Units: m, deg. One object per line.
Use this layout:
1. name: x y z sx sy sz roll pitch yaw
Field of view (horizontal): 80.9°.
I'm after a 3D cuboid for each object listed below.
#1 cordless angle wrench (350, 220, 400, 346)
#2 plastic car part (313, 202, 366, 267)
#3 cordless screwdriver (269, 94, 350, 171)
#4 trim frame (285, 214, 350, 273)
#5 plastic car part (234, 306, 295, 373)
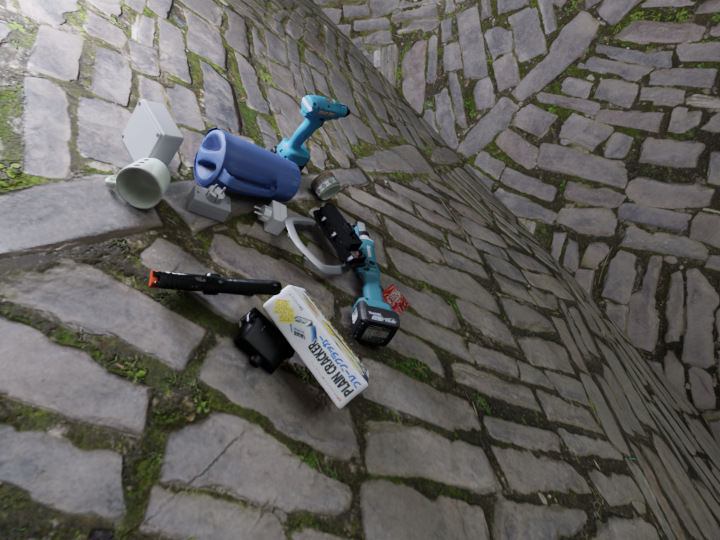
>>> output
1. cordless angle wrench: 0.017 0.001 1.090 0.095 0.073 0.438 12 37 -16
2. plastic car part: -0.052 -0.098 1.062 0.064 0.066 0.213 -12 51 -38
3. cordless screwdriver: -0.142 -0.372 1.174 0.152 0.251 0.077 -11 64 -48
4. trim frame: -0.102 -0.066 1.038 0.189 0.028 0.239 56 22 13
5. plastic car part: -0.175 0.134 0.745 0.116 0.067 0.070 46 47 -5
